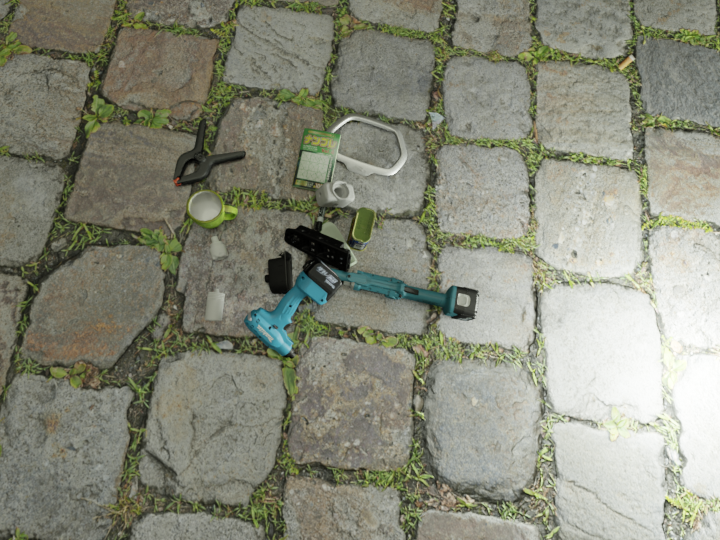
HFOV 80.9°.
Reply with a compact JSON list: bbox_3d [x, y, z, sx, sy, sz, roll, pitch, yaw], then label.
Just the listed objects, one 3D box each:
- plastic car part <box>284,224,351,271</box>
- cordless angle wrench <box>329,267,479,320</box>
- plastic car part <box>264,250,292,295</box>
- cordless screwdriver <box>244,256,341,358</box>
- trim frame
[{"bbox_3d":[-0.109,-0.071,1.113,0.210,0.064,0.067,21,51,18],"label":"plastic car part"},{"bbox_3d":[0.087,0.047,1.110,0.426,0.096,0.075,13,76,3],"label":"cordless angle wrench"},{"bbox_3d":[-0.216,0.012,1.111,0.072,0.064,0.118,-3,79,8],"label":"plastic car part"},{"bbox_3d":[-0.149,0.096,1.052,0.249,0.076,0.155,-43,106,1],"label":"cordless screwdriver"},{"bbox_3d":[0.017,-0.369,1.244,0.248,0.027,0.185,18,73,-1],"label":"trim frame"}]
